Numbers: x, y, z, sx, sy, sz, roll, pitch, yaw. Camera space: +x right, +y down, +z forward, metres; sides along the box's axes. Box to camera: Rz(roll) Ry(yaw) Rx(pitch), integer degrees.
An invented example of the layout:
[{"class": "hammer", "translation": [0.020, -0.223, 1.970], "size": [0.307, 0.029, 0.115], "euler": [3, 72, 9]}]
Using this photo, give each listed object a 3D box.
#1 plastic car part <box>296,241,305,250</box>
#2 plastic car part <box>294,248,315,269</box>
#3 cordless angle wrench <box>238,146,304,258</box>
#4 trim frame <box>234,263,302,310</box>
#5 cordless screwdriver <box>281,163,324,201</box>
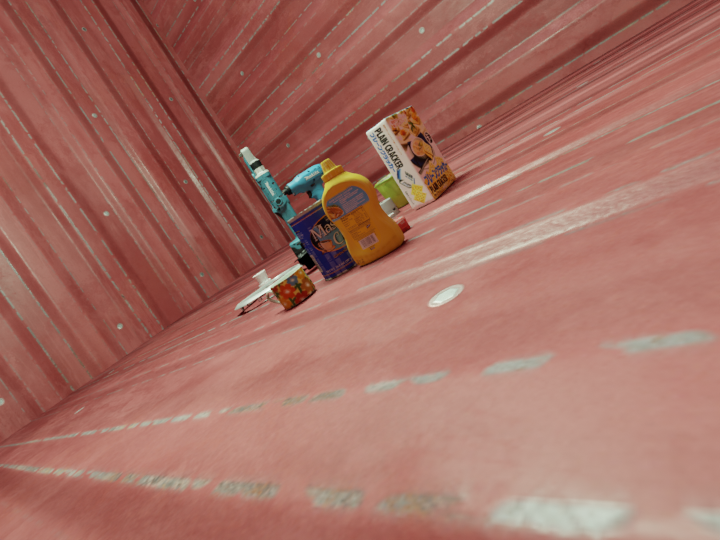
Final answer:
[{"class": "plastic car part", "translation": [-0.124, -0.081, 1.264], "size": [0.118, 0.070, 0.065], "euler": [-29, 8, 20]}, {"class": "plastic car part", "translation": [-0.095, -0.064, 1.116], "size": [0.199, 0.066, 0.068], "euler": [-40, 10, -36]}, {"class": "cordless angle wrench", "translation": [-0.271, -0.228, 1.410], "size": [0.098, 0.419, 0.075], "euler": [-32, 5, 3]}, {"class": "trim frame", "translation": [-0.248, 0.044, 1.175], "size": [0.189, 0.027, 0.245], "euler": [-25, 13, 35]}, {"class": "cordless screwdriver", "translation": [-0.130, -0.203, 1.355], "size": [0.157, 0.246, 0.076], "euler": [-35, 5, -19]}]
